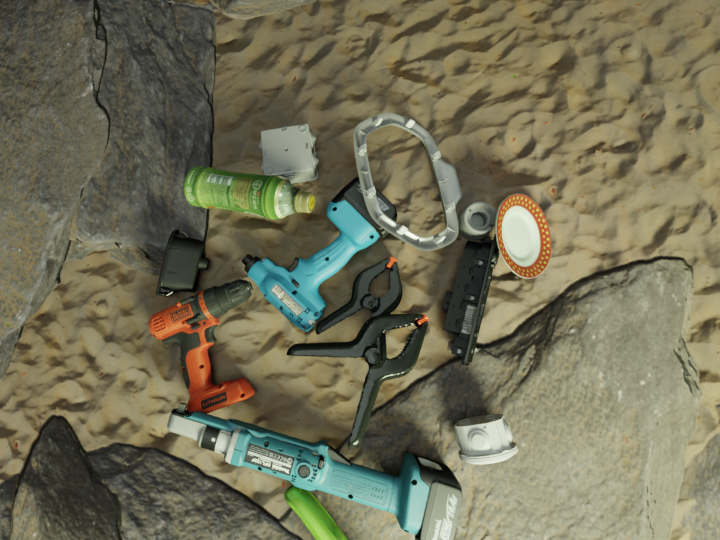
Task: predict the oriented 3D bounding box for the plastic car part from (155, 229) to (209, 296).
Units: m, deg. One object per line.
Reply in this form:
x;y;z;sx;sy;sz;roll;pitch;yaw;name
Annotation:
-0.296;-0.009;0.718;0.070;0.066;0.117;13;79;-9;plastic car part

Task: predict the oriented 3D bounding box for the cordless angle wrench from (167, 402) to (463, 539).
-0.077;0.277;0.608;0.426;0.073;0.098;15;83;4;cordless angle wrench

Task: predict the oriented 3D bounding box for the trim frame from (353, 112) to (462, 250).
0.076;-0.146;0.656;0.177;0.028;0.255;2;64;-27;trim frame

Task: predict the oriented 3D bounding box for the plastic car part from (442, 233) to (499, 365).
0.168;0.038;0.648;0.070;0.063;0.203;16;84;33;plastic car part

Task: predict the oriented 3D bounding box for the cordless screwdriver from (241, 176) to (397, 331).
-0.067;-0.044;0.684;0.163;0.073;0.249;41;91;11;cordless screwdriver
